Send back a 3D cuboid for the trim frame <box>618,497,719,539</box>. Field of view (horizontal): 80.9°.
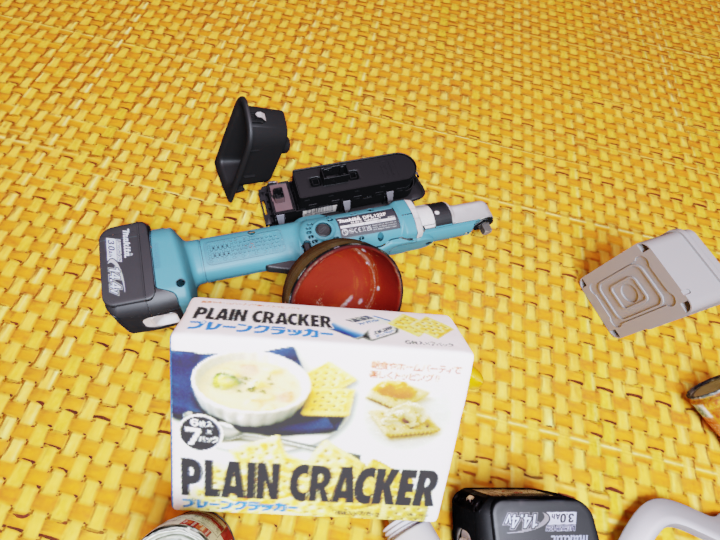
[{"bbox_3d":[0.325,0.308,0.345,0.253,0.027,0.184,26,65,10],"label":"trim frame"}]

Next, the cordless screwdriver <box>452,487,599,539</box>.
[{"bbox_3d":[0.117,0.302,0.304,0.157,0.073,0.255,-3,68,-8],"label":"cordless screwdriver"}]

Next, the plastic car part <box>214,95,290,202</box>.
[{"bbox_3d":[-0.119,-0.141,0.491,0.068,0.117,0.068,-9,65,-39],"label":"plastic car part"}]

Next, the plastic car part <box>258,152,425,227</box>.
[{"bbox_3d":[-0.017,-0.103,0.504,0.199,0.066,0.069,-11,59,-14],"label":"plastic car part"}]

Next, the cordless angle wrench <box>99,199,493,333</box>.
[{"bbox_3d":[-0.045,-0.029,0.459,0.415,0.073,0.101,-12,66,-14],"label":"cordless angle wrench"}]
